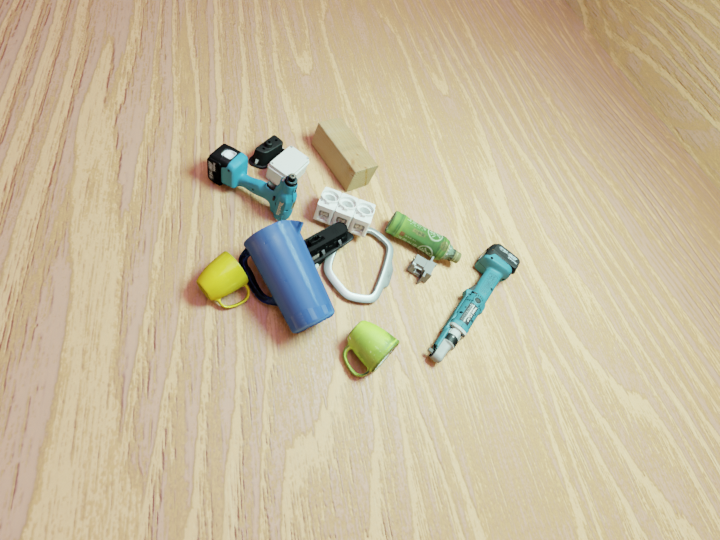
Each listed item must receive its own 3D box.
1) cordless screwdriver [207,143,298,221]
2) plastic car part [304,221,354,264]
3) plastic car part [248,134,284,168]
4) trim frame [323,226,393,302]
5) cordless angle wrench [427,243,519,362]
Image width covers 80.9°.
[{"bbox_3d":[-0.273,-0.241,1.088,0.251,0.158,0.074,33,53,4],"label":"cordless screwdriver"},{"bbox_3d":[-0.105,-0.069,1.077,0.198,0.065,0.070,-30,54,-28],"label":"plastic car part"},{"bbox_3d":[-0.264,-0.347,1.216,0.067,0.071,0.115,38,51,6],"label":"plastic car part"},{"bbox_3d":[0.002,-0.023,1.122,0.183,0.027,0.251,23,52,-3],"label":"trim frame"},{"bbox_3d":[0.297,0.088,1.126,0.099,0.074,0.418,39,57,6],"label":"cordless angle wrench"}]
